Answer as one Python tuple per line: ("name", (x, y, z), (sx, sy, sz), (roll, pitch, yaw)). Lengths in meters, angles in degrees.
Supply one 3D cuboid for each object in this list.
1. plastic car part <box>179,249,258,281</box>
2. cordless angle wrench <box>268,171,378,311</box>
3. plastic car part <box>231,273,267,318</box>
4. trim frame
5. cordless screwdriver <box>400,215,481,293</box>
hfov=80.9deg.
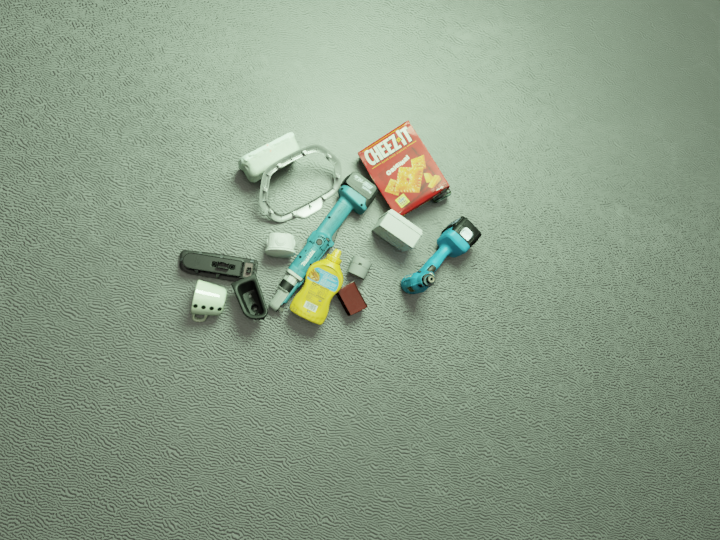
("plastic car part", (-0.368, -0.011, 1.083), (0.202, 0.067, 0.066), (9, 88, -4))
("cordless angle wrench", (-0.110, -0.072, 1.124), (0.098, 0.075, 0.422), (36, 80, -3))
("plastic car part", (-0.274, 0.081, 1.072), (0.065, 0.069, 0.120), (-22, 69, -12))
("trim frame", (-0.154, -0.227, 1.119), (0.245, 0.029, 0.176), (-31, 130, -16))
("cordless screwdriver", (0.217, -0.037, 1.114), (0.074, 0.160, 0.247), (45, 75, -4))
